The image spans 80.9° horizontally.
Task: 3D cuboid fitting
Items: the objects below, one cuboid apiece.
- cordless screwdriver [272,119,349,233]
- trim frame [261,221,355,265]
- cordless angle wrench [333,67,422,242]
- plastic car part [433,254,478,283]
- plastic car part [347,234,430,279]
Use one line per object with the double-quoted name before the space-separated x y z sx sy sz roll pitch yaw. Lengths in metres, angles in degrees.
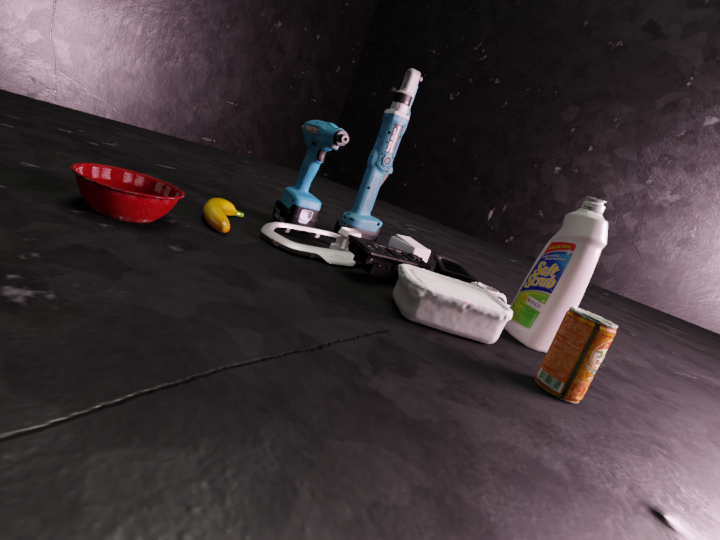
"cordless screwdriver" -0.106 -0.203 0.931 0.071 0.247 0.168 11 15 -36
"trim frame" -0.082 -0.054 0.843 0.236 0.027 0.195 9 16 -35
"cordless angle wrench" 0.050 -0.260 0.994 0.093 0.420 0.078 13 14 -32
"plastic car part" 0.160 0.020 0.782 0.066 0.070 0.118 18 13 -5
"plastic car part" 0.055 -0.013 0.780 0.192 0.066 0.070 7 18 -43
